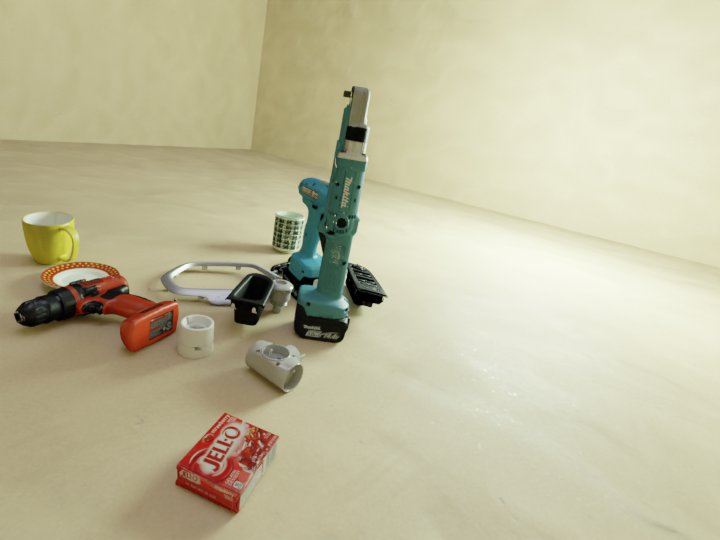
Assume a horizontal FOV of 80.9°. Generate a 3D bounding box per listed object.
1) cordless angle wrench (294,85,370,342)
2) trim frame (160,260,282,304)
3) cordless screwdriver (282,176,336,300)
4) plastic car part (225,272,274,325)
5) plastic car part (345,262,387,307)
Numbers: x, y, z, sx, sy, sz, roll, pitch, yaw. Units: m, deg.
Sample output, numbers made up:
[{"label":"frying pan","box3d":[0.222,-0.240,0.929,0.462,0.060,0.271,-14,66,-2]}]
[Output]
[{"label":"cordless angle wrench","box3d":[-0.036,-0.085,0.707,0.097,0.417,0.076,10,17,-6]},{"label":"trim frame","box3d":[-0.285,0.021,0.882,0.241,0.027,0.193,2,21,-21]},{"label":"cordless screwdriver","box3d":[-0.084,-0.055,0.860,0.071,0.245,0.168,-2,22,-37]},{"label":"plastic car part","box3d":[-0.193,0.058,0.756,0.066,0.070,0.117,11,19,0]},{"label":"plastic car part","box3d":[0.002,0.034,0.923,0.065,0.066,0.209,7,19,-11]}]
